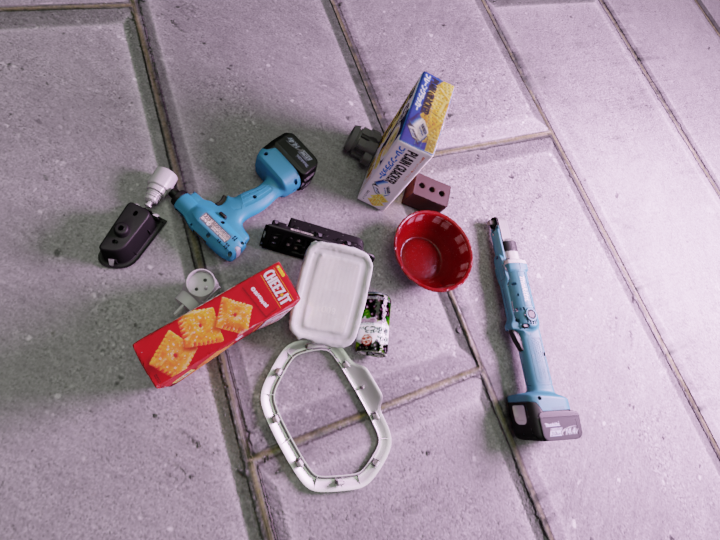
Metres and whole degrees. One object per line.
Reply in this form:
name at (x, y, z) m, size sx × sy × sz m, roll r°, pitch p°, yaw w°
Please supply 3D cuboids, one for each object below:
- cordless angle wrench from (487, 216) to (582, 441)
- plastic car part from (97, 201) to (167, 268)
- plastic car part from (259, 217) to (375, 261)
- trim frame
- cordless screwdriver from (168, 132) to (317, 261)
cordless angle wrench at (0.308, 0.091, 0.808) m, size 0.095 × 0.074 × 0.433 m, roll 2°, pitch 68°, yaw -17°
plastic car part at (-0.373, -0.061, 0.677) m, size 0.065 × 0.071 × 0.117 m, roll 27°, pitch 63°, yaw -7°
plastic car part at (-0.075, -0.049, 0.763) m, size 0.200 × 0.066 × 0.068 m, roll 18°, pitch 42°, yaw -7°
trim frame at (-0.052, 0.228, 0.684) m, size 0.180 × 0.027 × 0.253 m, roll -27°, pitch 78°, yaw -23°
cordless screwdriver at (-0.204, -0.151, 0.756) m, size 0.160 × 0.074 × 0.247 m, roll 42°, pitch 70°, yaw 1°
